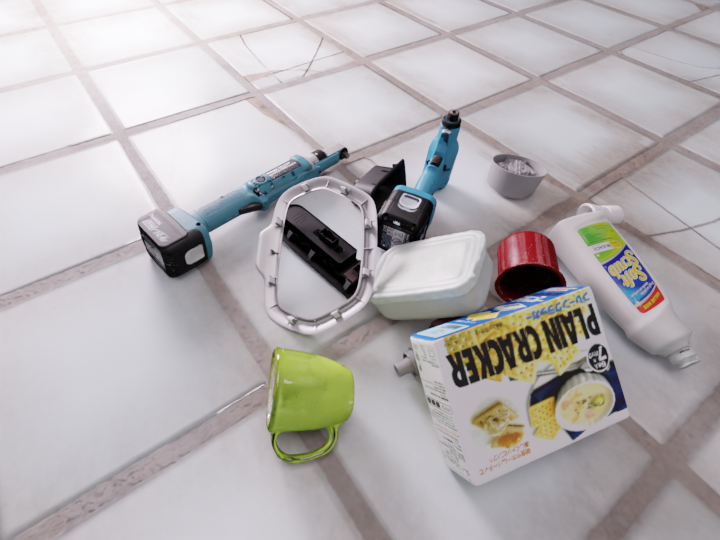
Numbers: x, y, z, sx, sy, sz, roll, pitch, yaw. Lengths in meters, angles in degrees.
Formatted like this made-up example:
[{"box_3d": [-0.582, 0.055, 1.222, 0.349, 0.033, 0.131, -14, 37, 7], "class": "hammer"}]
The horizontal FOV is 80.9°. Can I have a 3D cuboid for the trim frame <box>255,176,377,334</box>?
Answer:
[{"box_3d": [-0.067, -0.031, 0.626, 0.190, 0.026, 0.252, -2, 72, 19], "class": "trim frame"}]

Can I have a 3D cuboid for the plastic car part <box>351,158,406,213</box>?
[{"box_3d": [0.025, -0.156, 0.780, 0.075, 0.063, 0.115, 26, 55, 36], "class": "plastic car part"}]

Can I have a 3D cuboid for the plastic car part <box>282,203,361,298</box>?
[{"box_3d": [-0.066, -0.043, 0.678, 0.065, 0.064, 0.213, -39, 59, -23], "class": "plastic car part"}]

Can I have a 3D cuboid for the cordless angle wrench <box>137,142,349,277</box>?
[{"box_3d": [-0.176, -0.139, 0.750, 0.102, 0.072, 0.415, 36, 55, 24], "class": "cordless angle wrench"}]

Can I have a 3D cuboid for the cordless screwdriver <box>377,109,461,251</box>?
[{"box_3d": [0.107, -0.147, 0.707, 0.076, 0.155, 0.248, 23, 54, 12], "class": "cordless screwdriver"}]
